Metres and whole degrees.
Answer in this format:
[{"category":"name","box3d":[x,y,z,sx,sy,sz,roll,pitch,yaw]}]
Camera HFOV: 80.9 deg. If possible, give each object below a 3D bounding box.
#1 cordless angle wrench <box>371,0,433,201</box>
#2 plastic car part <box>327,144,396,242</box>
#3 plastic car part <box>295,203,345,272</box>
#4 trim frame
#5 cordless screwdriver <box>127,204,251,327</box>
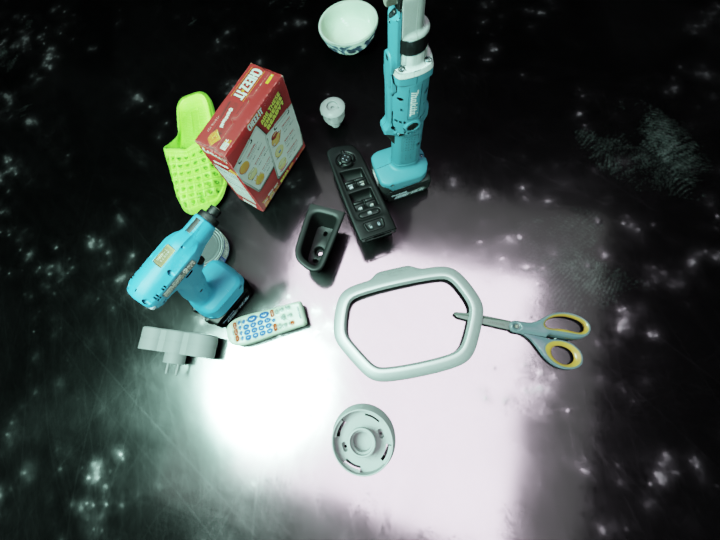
[{"category":"cordless angle wrench","box3d":[0.063,-0.223,0.598,0.098,0.411,0.076,-18,74,-1]},{"category":"plastic car part","box3d":[-0.003,-0.139,0.765,0.066,0.065,0.209,-21,71,0]},{"category":"plastic car part","box3d":[-0.073,-0.048,0.744,0.067,0.069,0.117,15,76,10]},{"category":"trim frame","box3d":[0.078,0.081,0.701,0.250,0.027,0.189,-14,71,4]},{"category":"cordless screwdriver","box3d":[-0.239,0.002,0.663,0.076,0.242,0.159,34,80,12]}]
